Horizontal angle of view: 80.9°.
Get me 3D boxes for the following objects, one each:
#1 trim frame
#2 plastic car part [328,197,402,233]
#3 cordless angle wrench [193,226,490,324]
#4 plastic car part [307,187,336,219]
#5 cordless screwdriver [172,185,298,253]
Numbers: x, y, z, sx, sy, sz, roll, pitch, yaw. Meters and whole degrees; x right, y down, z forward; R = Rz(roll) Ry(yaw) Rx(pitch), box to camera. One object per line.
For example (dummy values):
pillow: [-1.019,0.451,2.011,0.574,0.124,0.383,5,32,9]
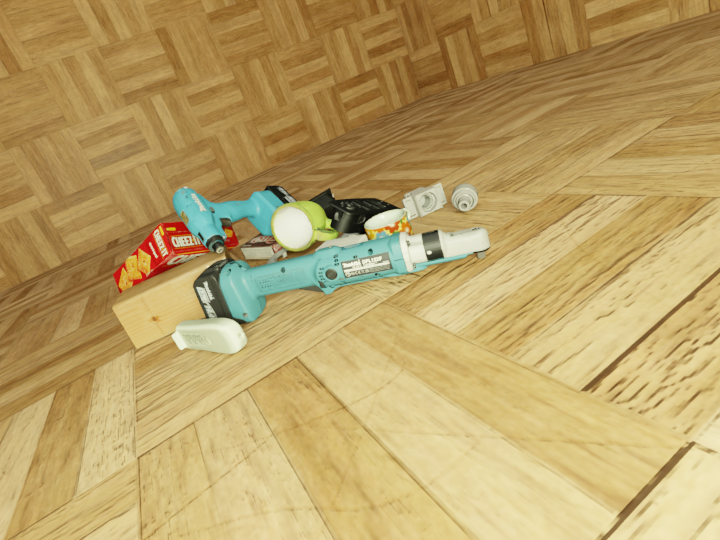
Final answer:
trim frame: [-0.083,-0.054,0.849,0.193,0.027,0.243,-1,29,45]
plastic car part: [0.001,-0.100,0.769,0.069,0.067,0.195,35,20,20]
cordless angle wrench: [-0.038,-0.003,0.609,0.433,0.095,0.074,-12,18,18]
plastic car part: [-0.097,-0.140,1.024,0.115,0.063,0.075,-34,37,-19]
cordless screwdriver: [-0.224,-0.101,0.830,0.238,0.074,0.167,-11,48,-46]
